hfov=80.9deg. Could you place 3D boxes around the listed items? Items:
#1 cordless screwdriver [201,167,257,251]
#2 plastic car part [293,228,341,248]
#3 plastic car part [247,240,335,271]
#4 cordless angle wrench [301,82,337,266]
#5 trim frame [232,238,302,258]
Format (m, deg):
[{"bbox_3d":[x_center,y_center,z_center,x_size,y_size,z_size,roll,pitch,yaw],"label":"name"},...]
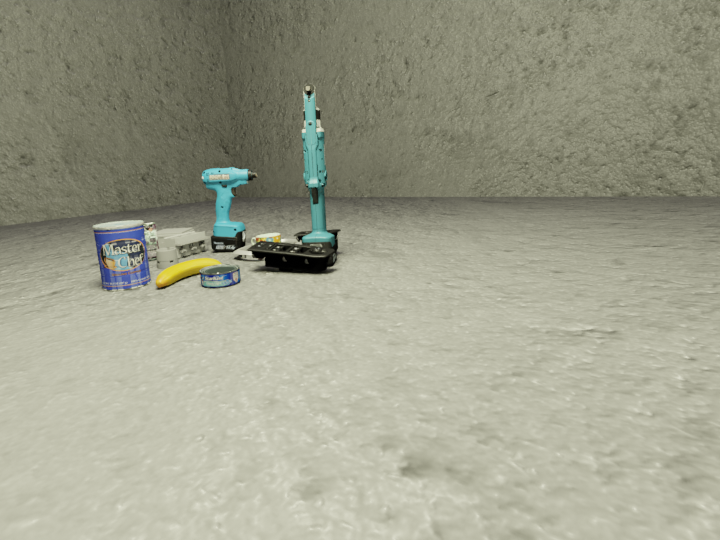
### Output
[{"bbox_3d":[-0.381,-0.183,1.267,0.160,0.245,0.075,-2,11,4],"label":"cordless screwdriver"},{"bbox_3d":[-0.110,-0.072,1.121,0.120,0.070,0.065,1,13,17],"label":"plastic car part"},{"bbox_3d":[-0.158,-0.030,0.974,0.210,0.066,0.065,2,13,21],"label":"plastic car part"},{"bbox_3d":[-0.107,-0.222,1.007,0.075,0.417,0.098,-1,11,7],"label":"cordless angle wrench"},{"bbox_3d":[-0.260,-0.065,1.218,0.189,0.027,0.245,1,15,15],"label":"trim frame"}]
